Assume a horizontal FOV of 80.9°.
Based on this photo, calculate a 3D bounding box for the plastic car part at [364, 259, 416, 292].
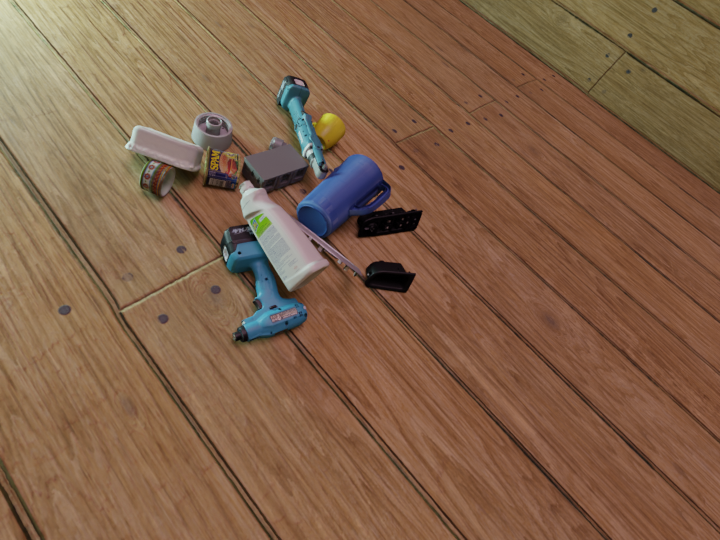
[{"bbox_3d":[0.065,0.005,1.044,0.114,0.065,0.073,9,38,-14],"label":"plastic car part"}]

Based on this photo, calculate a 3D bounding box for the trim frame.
[{"bbox_3d":[-0.094,-0.061,0.960,0.257,0.178,0.027,36,92,16],"label":"trim frame"}]

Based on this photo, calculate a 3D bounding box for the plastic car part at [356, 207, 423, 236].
[{"bbox_3d":[0.071,-0.138,1.148,0.196,0.065,0.070,-16,54,-31],"label":"plastic car part"}]

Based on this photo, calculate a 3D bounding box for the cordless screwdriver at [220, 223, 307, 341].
[{"bbox_3d":[-0.232,0.025,0.894,0.154,0.074,0.257,-17,67,-32],"label":"cordless screwdriver"}]

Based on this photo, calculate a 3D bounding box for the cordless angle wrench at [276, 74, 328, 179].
[{"bbox_3d":[-0.158,-0.404,1.201,0.071,0.098,0.442,6,46,-31],"label":"cordless angle wrench"}]
